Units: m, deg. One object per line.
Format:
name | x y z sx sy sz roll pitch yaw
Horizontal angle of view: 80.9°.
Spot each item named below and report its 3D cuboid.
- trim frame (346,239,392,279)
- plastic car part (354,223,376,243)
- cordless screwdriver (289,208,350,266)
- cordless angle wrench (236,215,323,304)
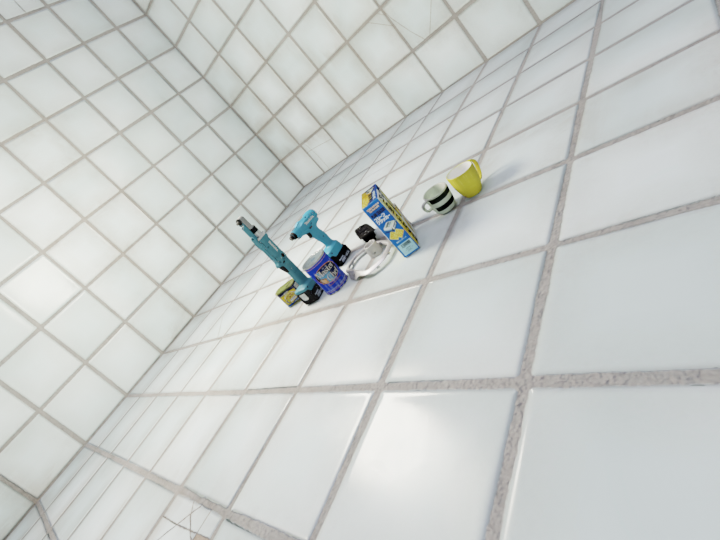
trim frame | 0.029 -0.040 1.500 0.183 0.027 0.258 -48 21 -13
plastic car part | 0.025 -0.142 1.651 0.066 0.065 0.209 -42 20 3
cordless screwdriver | -0.164 -0.108 1.681 0.077 0.242 0.158 -20 28 55
cordless angle wrench | -0.305 -0.046 1.579 0.076 0.411 0.098 -30 20 41
